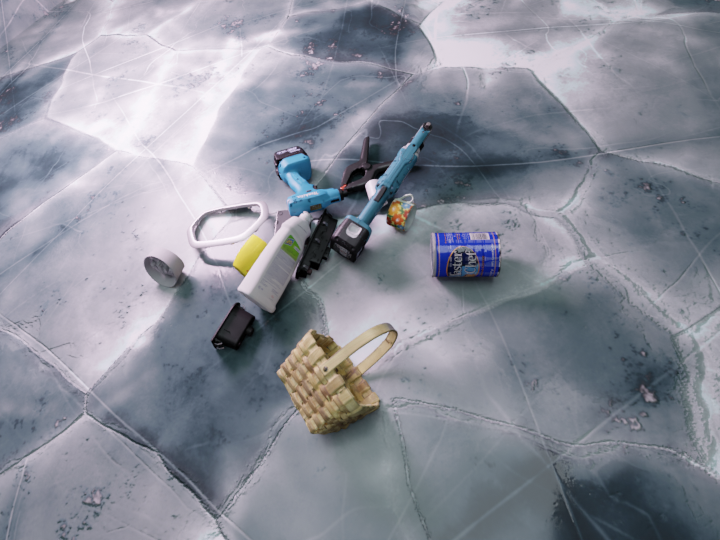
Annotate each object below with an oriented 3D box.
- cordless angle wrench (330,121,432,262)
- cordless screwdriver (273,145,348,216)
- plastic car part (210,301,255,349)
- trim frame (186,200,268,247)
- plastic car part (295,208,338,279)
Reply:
[{"bbox_3d":[0.069,-0.214,1.067,0.076,0.096,0.422,32,74,6],"label":"cordless angle wrench"},{"bbox_3d":[-0.144,-0.249,1.156,0.157,0.071,0.261,-17,47,-10],"label":"cordless screwdriver"},{"bbox_3d":[-0.286,0.135,0.982,0.072,0.065,0.117,26,62,6],"label":"plastic car part"},{"bbox_3d":[-0.363,-0.129,1.153,0.255,0.026,0.189,-9,46,17],"label":"trim frame"},{"bbox_3d":[-0.104,-0.068,1.066,0.068,0.064,0.205,13,61,5],"label":"plastic car part"}]
